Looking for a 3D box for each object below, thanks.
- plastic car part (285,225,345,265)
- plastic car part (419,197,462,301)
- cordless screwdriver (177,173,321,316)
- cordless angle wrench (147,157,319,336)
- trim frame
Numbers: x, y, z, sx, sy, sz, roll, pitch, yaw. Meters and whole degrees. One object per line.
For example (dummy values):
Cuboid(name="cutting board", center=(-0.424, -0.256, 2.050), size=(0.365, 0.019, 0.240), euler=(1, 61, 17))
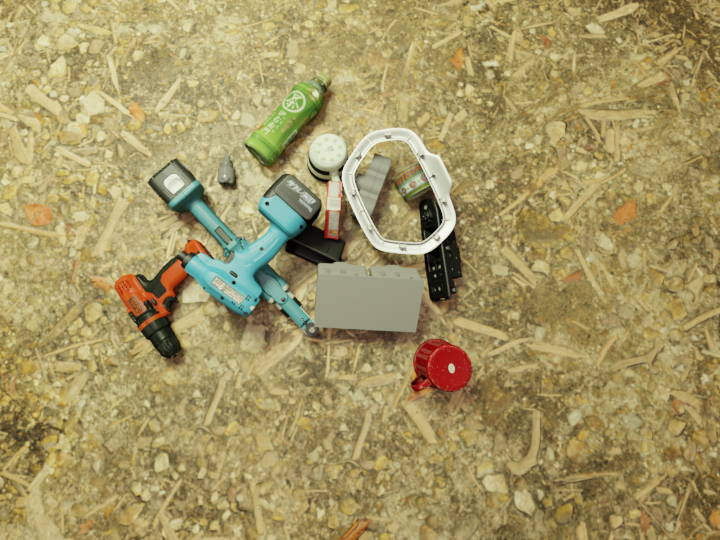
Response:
Cuboid(name="plastic car part", center=(-0.081, -0.053, 0.826), size=(0.116, 0.065, 0.071), euler=(21, 67, -1))
Cuboid(name="plastic car part", center=(0.159, -0.045, 0.821), size=(0.066, 0.067, 0.205), euler=(-8, 80, -14))
Cuboid(name="cordless screwdriver", center=(-0.190, -0.061, 0.741), size=(0.158, 0.075, 0.248), euler=(36, 83, -4))
Cuboid(name="cordless angle wrench", center=(-0.230, -0.033, 0.808), size=(0.074, 0.098, 0.425), euler=(-43, 88, -8))
Cuboid(name="trim frame", center=(0.073, -0.147, 0.789), size=(0.185, 0.027, 0.250), euler=(-24, 85, 5))
